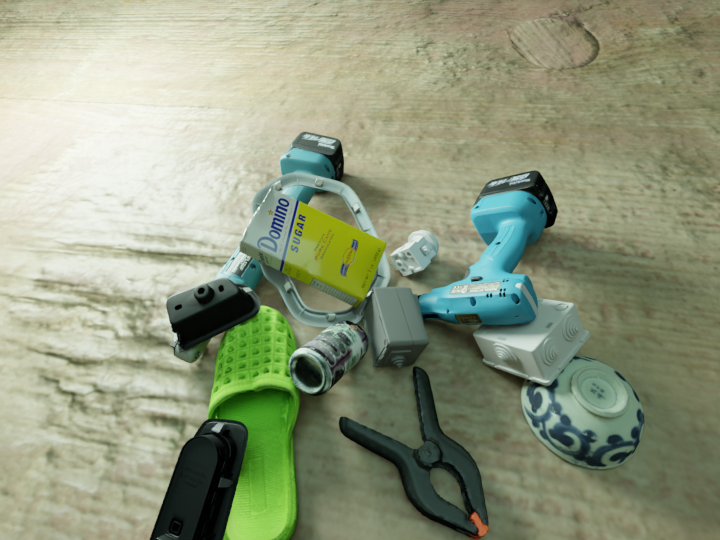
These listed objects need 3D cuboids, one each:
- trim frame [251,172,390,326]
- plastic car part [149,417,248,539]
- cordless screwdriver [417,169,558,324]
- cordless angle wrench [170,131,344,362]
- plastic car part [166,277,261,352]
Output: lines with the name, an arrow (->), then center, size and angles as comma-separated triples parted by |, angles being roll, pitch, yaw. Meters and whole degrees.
trim frame -> -0.059, -0.039, 0.607 | 0.180, 0.027, 0.255 | -18, 73, -18
plastic car part -> -0.167, 0.242, 0.397 | 0.069, 0.064, 0.205 | 7, 68, 21
cordless screwdriver -> 0.168, -0.027, 0.575 | 0.166, 0.071, 0.248 | -10, 37, 43
cordless angle wrench -> -0.146, -0.050, 0.647 | 0.101, 0.072, 0.425 | 16, 58, 16
plastic car part -> -0.190, 0.042, 0.523 | 0.116, 0.068, 0.069 | -25, 63, -2
